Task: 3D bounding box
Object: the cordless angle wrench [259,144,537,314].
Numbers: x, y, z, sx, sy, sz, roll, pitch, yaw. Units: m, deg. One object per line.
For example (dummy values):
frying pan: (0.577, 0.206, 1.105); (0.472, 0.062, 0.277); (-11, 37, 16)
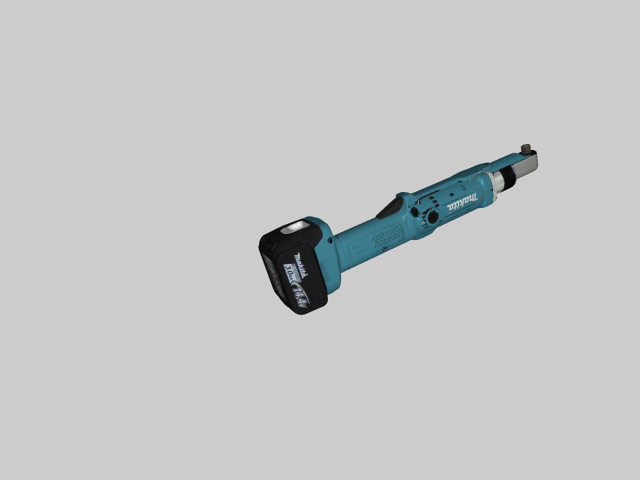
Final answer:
cordless angle wrench: (0.130, -0.036, 0.560); (0.422, 0.098, 0.074); (-24, 21, -18)
